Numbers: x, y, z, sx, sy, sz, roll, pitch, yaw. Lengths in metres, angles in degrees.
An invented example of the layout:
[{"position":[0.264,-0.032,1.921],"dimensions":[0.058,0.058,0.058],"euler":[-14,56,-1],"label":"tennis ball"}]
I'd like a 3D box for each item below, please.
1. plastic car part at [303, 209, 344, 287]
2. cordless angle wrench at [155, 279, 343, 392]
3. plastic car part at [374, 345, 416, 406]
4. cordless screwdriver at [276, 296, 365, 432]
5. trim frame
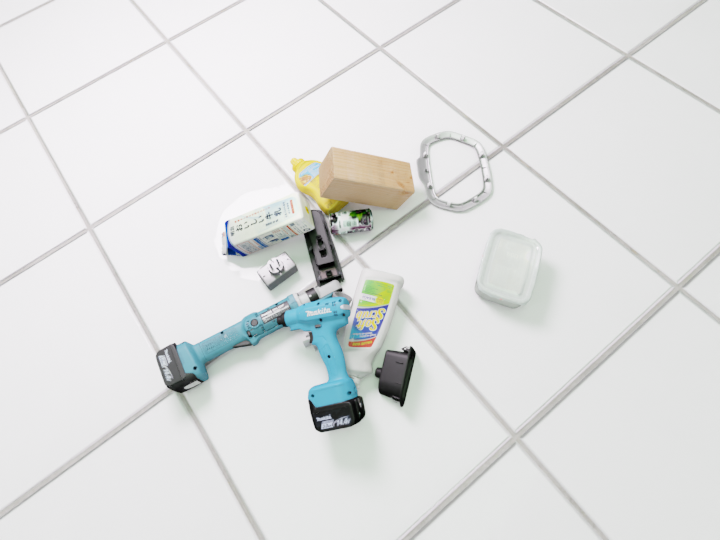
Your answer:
[{"position":[-0.099,-0.065,1.013],"dimensions":[0.066,0.064,0.210],"euler":[-19,63,2],"label":"plastic car part"},{"position":[-0.230,0.125,0.934],"dimensions":[0.419,0.072,0.102],"euler":[-27,68,-10],"label":"cordless angle wrench"},{"position":[0.068,0.212,0.875],"dimensions":[0.074,0.063,0.117],"euler":[11,70,24],"label":"plastic car part"},{"position":[-0.083,0.187,0.851],"dimensions":[0.163,0.071,0.253],"euler":[-14,76,18],"label":"cordless screwdriver"},{"position":[0.238,-0.263,1.089],"dimensions":[0.186,0.027,0.254],"euler":[-3,67,5],"label":"trim frame"}]
